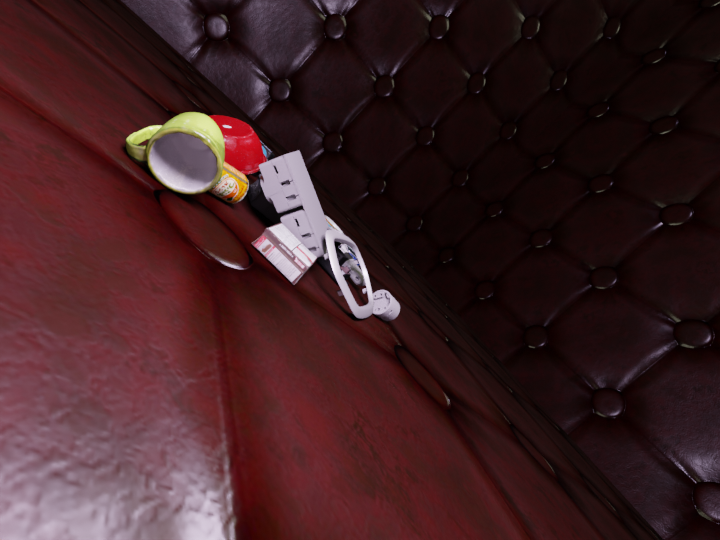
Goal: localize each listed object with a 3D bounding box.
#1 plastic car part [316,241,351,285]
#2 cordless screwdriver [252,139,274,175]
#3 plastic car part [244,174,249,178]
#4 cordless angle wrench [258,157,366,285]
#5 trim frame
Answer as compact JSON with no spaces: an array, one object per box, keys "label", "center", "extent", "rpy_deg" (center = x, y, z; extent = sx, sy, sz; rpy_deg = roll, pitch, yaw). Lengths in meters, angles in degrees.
[{"label":"plastic car part","center":[-0.088,-0.057,0.897],"extent":[0.209,0.067,0.064],"rpy_deg":[44,15,17]},{"label":"cordless screwdriver","center":[-0.306,-0.301,1.010],"extent":[0.159,0.075,0.248],"rpy_deg":[43,12,-2]},{"label":"plastic car part","center":[-0.262,-0.211,0.845],"extent":[0.123,0.066,0.067],"rpy_deg":[47,-7,36]},{"label":"cordless angle wrench","center":[-0.115,-0.121,1.051],"extent":[0.444,0.075,0.093],"rpy_deg":[51,11,30]},{"label":"trim frame","center":[-0.020,0.002,0.810],"extent":[0.241,0.028,0.186],"rpy_deg":[7,64,-74]}]
